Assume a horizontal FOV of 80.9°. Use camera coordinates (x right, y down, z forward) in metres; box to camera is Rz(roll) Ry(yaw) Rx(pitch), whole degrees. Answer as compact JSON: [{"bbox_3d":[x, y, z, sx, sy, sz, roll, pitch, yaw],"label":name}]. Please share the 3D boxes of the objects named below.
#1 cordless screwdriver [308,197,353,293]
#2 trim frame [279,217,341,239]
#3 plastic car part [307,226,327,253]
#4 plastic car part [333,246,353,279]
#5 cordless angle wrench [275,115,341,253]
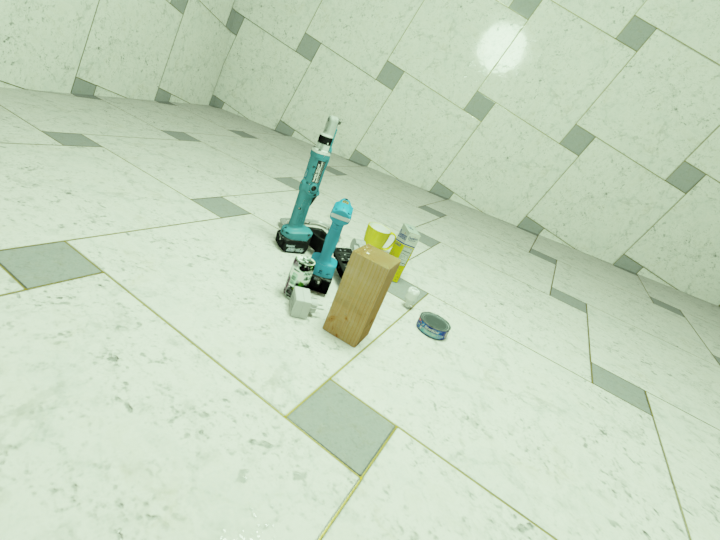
[{"bbox_3d":[-0.080,-0.073,1.129,0.074,0.246,0.161,20,21,-4],"label":"cordless screwdriver"},{"bbox_3d":[-0.177,-0.150,1.522,0.237,0.027,0.195,-4,32,-45],"label":"trim frame"},{"bbox_3d":[-0.132,-0.087,1.353,0.063,0.070,0.123,5,26,-35],"label":"plastic car part"},{"bbox_3d":[-0.038,0.002,1.230,0.064,0.066,0.213,11,24,-25],"label":"plastic car part"},{"bbox_3d":[-0.149,-0.251,1.258,0.093,0.419,0.078,7,26,-35],"label":"cordless angle wrench"}]
